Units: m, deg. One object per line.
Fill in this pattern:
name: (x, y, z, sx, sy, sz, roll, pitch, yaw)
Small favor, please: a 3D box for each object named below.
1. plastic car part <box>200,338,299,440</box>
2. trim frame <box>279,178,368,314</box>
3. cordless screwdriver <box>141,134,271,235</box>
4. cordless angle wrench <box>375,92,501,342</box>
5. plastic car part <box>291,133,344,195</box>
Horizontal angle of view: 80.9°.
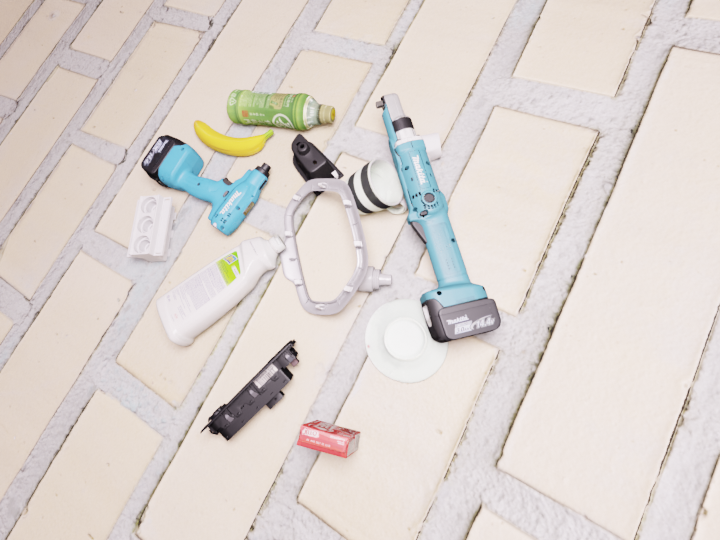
plastic car part: (-0.171, 0.202, 0.690, 0.203, 0.067, 0.067, -41, 95, -1)
trim frame: (-0.071, -0.046, 0.726, 0.189, 0.026, 0.255, -28, 66, 35)
cordless screwdriver: (-0.307, -0.195, 0.850, 0.258, 0.072, 0.159, 33, 83, 18)
cordless angle wrench: (0.104, -0.104, 0.675, 0.098, 0.073, 0.433, -14, 74, -2)
plastic car part: (-0.095, -0.210, 0.795, 0.066, 0.068, 0.121, -38, 71, -1)
